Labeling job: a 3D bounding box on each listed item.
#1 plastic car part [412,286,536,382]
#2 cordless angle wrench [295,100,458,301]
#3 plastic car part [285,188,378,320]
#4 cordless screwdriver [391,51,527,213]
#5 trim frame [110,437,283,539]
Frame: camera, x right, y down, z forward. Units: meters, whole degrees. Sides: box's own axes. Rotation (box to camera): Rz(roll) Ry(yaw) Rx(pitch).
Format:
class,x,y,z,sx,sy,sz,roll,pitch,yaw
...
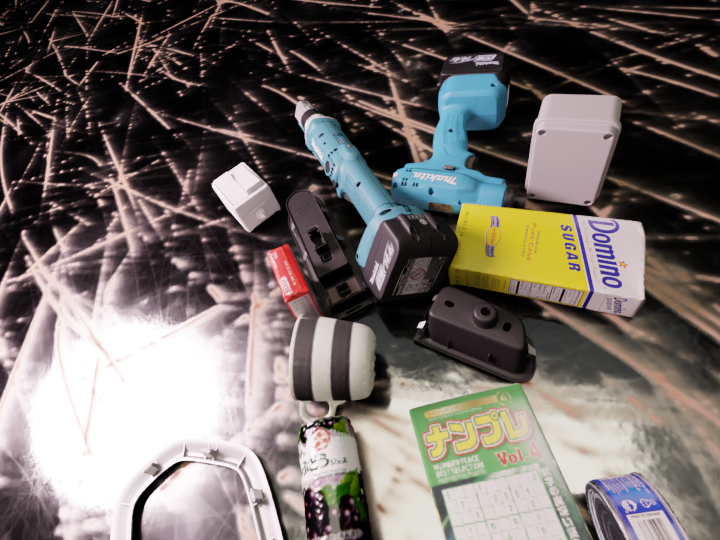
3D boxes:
class,x,y,z,sx,sy,sz,roll,pitch,yaw
plastic car part,0.114,0.053,0.414,0.123,0.067,0.066,21,65,32
cordless angle wrench,-0.020,-0.140,0.583,0.072,0.096,0.445,-5,43,-24
plastic car part,-0.053,-0.035,0.539,0.067,0.063,0.213,-33,50,6
cordless screwdriver,0.154,-0.180,0.564,0.166,0.071,0.250,12,65,25
trim frame,-0.154,0.275,0.376,0.184,0.026,0.261,-27,54,0
